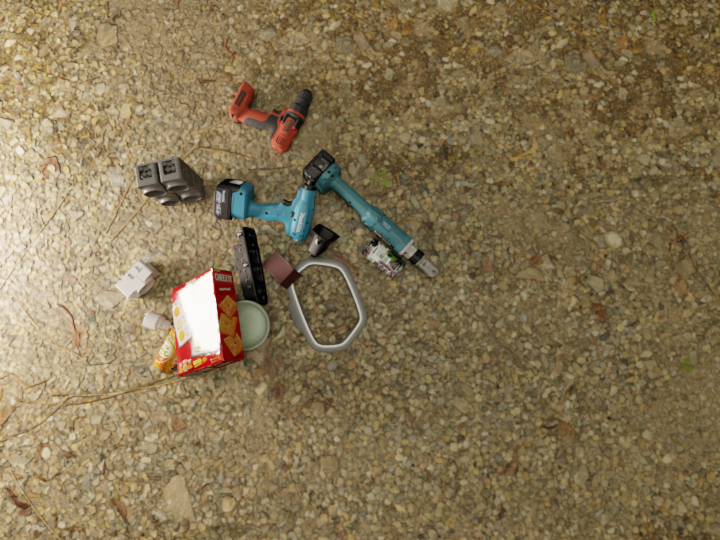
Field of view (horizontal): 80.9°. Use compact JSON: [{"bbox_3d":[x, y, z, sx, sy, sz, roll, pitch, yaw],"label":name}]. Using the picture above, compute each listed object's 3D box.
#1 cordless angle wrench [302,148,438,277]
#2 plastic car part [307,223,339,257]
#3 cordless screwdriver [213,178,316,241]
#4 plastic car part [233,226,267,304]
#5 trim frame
[{"bbox_3d":[0.033,-0.131,1.065,0.425,0.098,0.074,42,82,3],"label":"cordless angle wrench"},{"bbox_3d":[-0.103,-0.067,1.054,0.066,0.116,0.071,30,108,1],"label":"plastic car part"},{"bbox_3d":[-0.235,-0.177,1.058,0.250,0.075,0.157,16,113,1],"label":"cordless screwdriver"},{"bbox_3d":[-0.283,-0.006,1.070,0.068,0.065,0.205,-18,83,7],"label":"plastic car part"},{"bbox_3d":[-0.090,0.084,1.070,0.184,0.027,0.251,-23,84,-2],"label":"trim frame"}]
